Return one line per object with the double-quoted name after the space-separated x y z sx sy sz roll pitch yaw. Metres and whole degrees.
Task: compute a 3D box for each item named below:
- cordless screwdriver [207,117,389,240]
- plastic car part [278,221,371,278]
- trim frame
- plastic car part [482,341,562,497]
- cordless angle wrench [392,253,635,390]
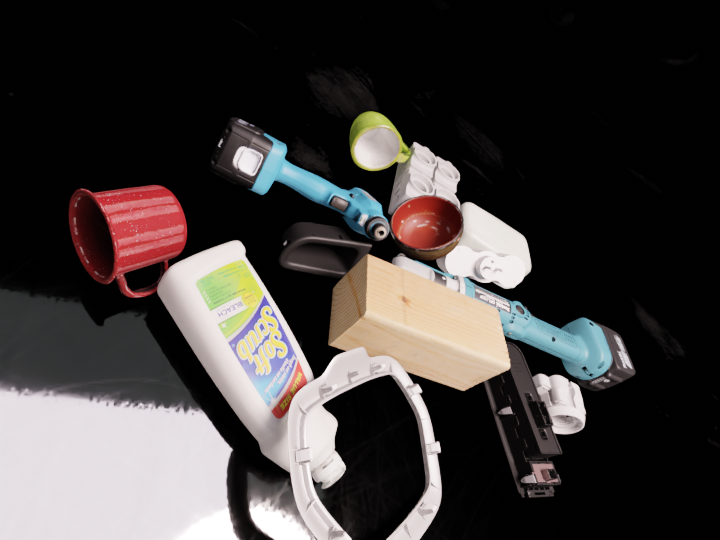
-0.077 -0.115 0.574 0.241 0.074 0.165 24 15 -19 "cordless screwdriver"
-0.056 -0.037 0.578 0.112 0.065 0.074 11 35 -24 "plastic car part"
0.018 0.170 0.417 0.237 0.028 0.189 -1 62 -54 "trim frame"
0.211 0.182 0.565 0.064 0.067 0.211 7 48 -23 "plastic car part"
0.233 0.074 0.667 0.413 0.074 0.100 24 44 -12 "cordless angle wrench"
